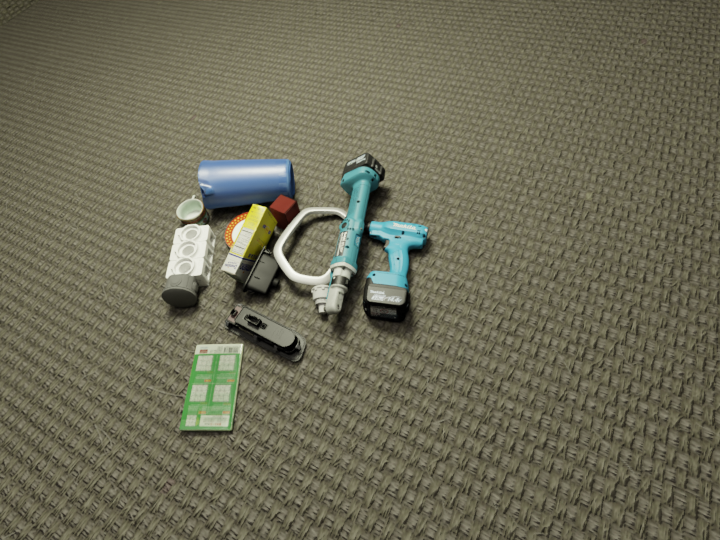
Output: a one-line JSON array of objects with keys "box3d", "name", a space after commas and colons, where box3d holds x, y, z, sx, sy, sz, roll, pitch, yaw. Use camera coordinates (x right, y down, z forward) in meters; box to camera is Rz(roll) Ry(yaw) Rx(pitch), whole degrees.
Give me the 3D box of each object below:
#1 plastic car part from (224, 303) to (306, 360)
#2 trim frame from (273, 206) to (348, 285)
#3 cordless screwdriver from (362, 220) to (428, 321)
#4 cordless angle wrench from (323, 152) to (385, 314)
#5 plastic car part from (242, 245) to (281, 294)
[{"box3d": [-0.209, 0.126, 0.921, 0.211, 0.065, 0.066, 24, 56, 20], "name": "plastic car part"}, {"box3d": [-0.100, -0.066, 1.028, 0.189, 0.027, 0.249, 22, 55, 13], "name": "trim frame"}, {"box3d": [0.055, -0.014, 0.959, 0.164, 0.071, 0.252, 9, 55, 15], "name": "cordless screwdriver"}, {"box3d": [-0.022, -0.092, 0.988, 0.101, 0.070, 0.430, -18, 49, 39], "name": "cordless angle wrench"}, {"box3d": [-0.224, 0.013, 1.001, 0.071, 0.065, 0.118, 18, 63, 2], "name": "plastic car part"}]
